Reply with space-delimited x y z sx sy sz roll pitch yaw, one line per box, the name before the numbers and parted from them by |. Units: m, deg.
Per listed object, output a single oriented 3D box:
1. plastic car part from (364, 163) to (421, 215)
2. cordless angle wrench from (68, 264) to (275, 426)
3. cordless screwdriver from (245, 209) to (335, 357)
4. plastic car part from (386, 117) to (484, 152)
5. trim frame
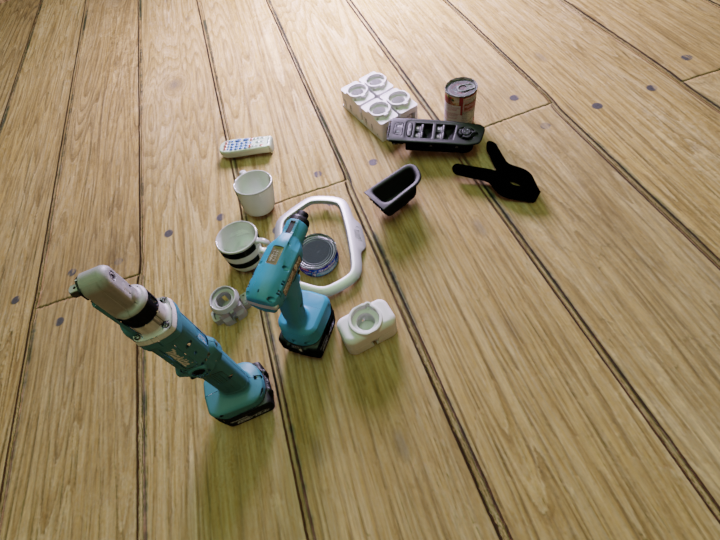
plastic car part | 0.076 -0.155 0.861 0.115 0.068 0.069 -35 58 -11
cordless angle wrench | -0.217 0.110 0.552 0.097 0.405 0.078 -22 57 -5
cordless screwdriver | -0.097 0.031 0.677 0.077 0.238 0.161 11 60 16
plastic car part | 0.164 -0.290 0.931 0.209 0.064 0.067 6 59 17
trim frame | -0.084 -0.055 0.859 0.185 0.026 0.258 -14 55 4
